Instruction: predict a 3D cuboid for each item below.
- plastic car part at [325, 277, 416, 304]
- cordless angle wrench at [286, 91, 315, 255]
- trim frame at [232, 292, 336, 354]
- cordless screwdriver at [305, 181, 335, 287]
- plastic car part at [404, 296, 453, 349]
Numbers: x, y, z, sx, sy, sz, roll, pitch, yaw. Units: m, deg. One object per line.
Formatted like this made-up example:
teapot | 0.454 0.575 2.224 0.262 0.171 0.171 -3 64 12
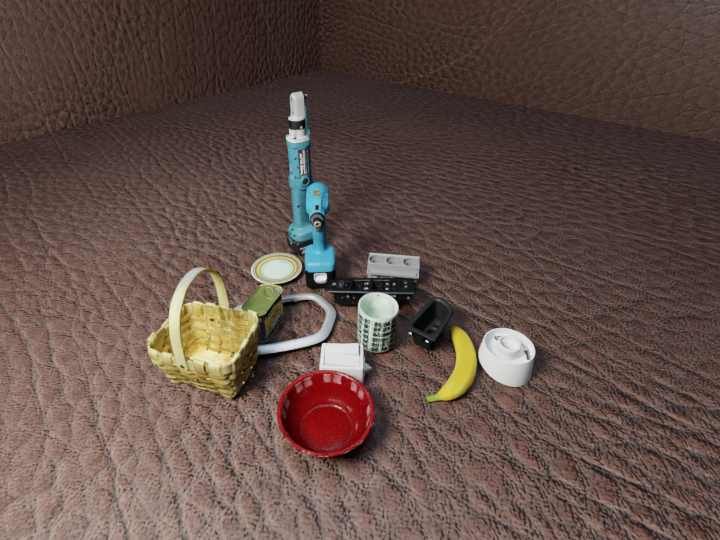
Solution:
plastic car part | 0.022 0.050 0.967 0.206 0.065 0.067 4 36 8
cordless angle wrench | -0.151 -0.235 1.076 0.095 0.410 0.079 -19 39 -26
trim frame | -0.175 0.110 0.928 0.244 0.027 0.193 -12 37 -13
cordless screwdriver | -0.096 -0.063 0.979 0.074 0.241 0.164 -2 35 -3
plastic car part | 0.145 0.116 0.865 0.069 0.069 0.114 23 42 29
